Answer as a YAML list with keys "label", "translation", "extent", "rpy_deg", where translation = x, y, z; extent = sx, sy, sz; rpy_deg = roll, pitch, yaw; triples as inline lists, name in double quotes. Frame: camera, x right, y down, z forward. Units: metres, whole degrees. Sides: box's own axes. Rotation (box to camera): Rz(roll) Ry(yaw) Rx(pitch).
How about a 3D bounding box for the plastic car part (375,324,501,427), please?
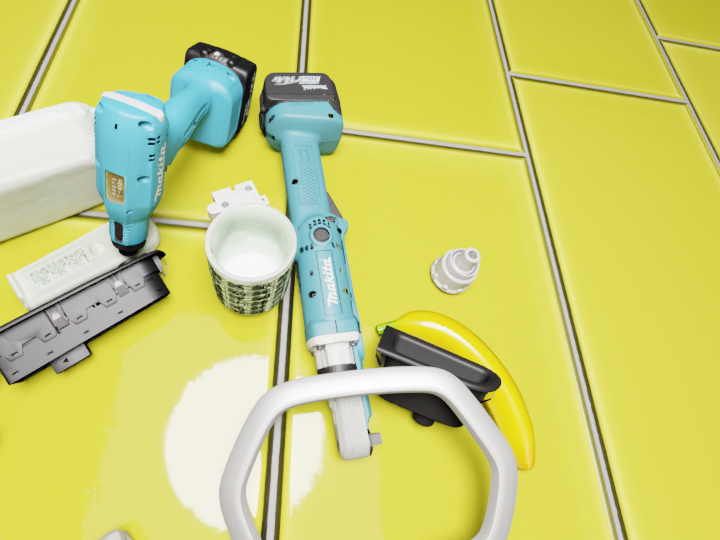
- label: "plastic car part"
  translation: [0.064, 0.111, 0.403]
  extent: [0.119, 0.065, 0.070]
  rpy_deg: [24, 105, 11]

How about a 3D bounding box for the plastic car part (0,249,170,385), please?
- label: "plastic car part"
  translation: [-0.260, 0.046, 0.385]
  extent: [0.200, 0.067, 0.067]
  rpy_deg: [-39, 88, -24]

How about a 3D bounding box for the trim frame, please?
- label: "trim frame"
  translation: [0.006, 0.177, 0.353]
  extent: [0.248, 0.027, 0.186]
  rpy_deg: [-7, 83, -2]

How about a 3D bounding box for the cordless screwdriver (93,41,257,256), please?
- label: "cordless screwdriver"
  translation: [-0.190, -0.137, 0.447]
  extent: [0.073, 0.158, 0.253]
  rpy_deg: [20, 39, -8]

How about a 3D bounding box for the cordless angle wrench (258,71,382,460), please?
- label: "cordless angle wrench"
  translation: [-0.045, -0.029, 0.458]
  extent: [0.096, 0.074, 0.435]
  rpy_deg: [-5, 67, -14]
